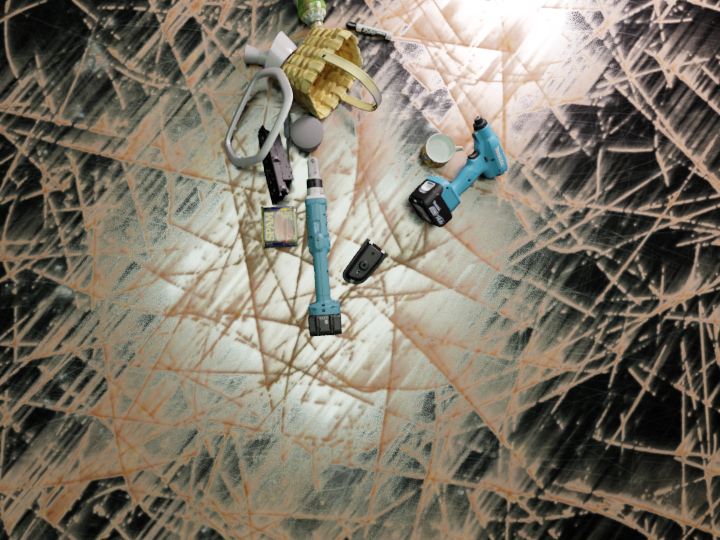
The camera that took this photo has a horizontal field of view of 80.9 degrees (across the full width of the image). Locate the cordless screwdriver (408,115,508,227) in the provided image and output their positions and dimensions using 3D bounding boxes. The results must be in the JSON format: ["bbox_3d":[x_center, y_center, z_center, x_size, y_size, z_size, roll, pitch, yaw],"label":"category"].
[{"bbox_3d":[0.225,-0.228,0.983,0.248,0.078,0.151,-40,124,-5],"label":"cordless screwdriver"}]

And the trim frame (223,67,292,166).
[{"bbox_3d":[-0.245,-0.360,0.999,0.194,0.026,0.248,36,105,32],"label":"trim frame"}]

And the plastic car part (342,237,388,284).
[{"bbox_3d":[0.010,-0.016,0.997,0.066,0.071,0.116,38,83,1],"label":"plastic car part"}]

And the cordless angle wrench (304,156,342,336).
[{"bbox_3d":[-0.097,-0.064,0.994,0.074,0.097,0.427,-5,82,-1],"label":"cordless angle wrench"}]

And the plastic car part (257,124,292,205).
[{"bbox_3d":[-0.202,-0.259,1.006,0.065,0.066,0.208,-14,71,-20],"label":"plastic car part"}]
